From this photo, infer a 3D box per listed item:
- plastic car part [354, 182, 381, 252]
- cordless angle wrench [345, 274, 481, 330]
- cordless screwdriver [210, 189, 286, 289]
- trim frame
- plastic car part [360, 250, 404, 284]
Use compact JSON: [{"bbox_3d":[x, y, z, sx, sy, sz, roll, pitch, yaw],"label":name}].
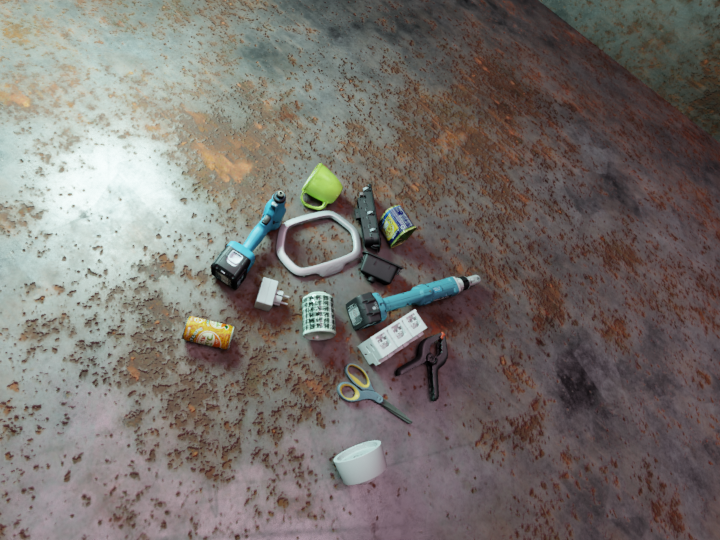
[{"bbox_3d":[0.021,-0.148,1.208,0.066,0.065,0.209,-7,66,-12],"label":"plastic car part"},{"bbox_3d":[0.164,0.066,1.129,0.409,0.099,0.076,-13,74,-27],"label":"cordless angle wrench"},{"bbox_3d":[-0.260,-0.081,1.029,0.074,0.160,0.249,33,61,-5],"label":"cordless screwdriver"},{"bbox_3d":[-0.112,-0.073,1.149,0.241,0.027,0.190,-19,70,-27],"label":"trim frame"},{"bbox_3d":[0.046,0.002,1.145,0.116,0.066,0.071,22,74,-4],"label":"plastic car part"}]
